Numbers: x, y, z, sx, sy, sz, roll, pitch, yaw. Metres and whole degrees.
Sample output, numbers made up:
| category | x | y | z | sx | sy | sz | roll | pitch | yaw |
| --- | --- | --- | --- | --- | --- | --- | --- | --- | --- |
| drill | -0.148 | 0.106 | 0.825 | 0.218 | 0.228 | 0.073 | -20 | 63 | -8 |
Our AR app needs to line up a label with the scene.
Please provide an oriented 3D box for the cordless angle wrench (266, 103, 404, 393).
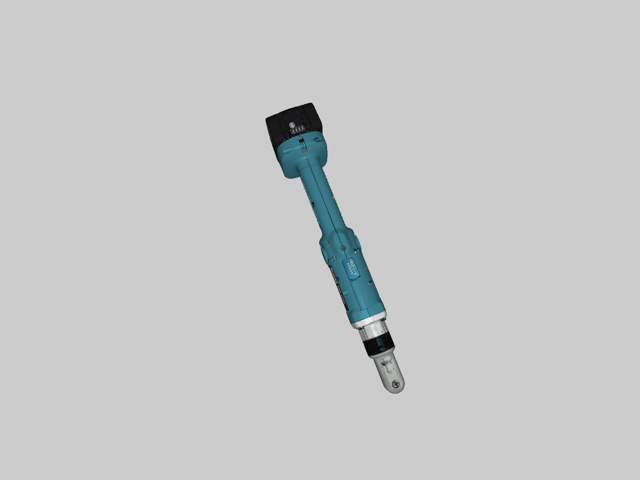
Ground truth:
| category | x | y | z | sx | sy | sz | roll | pitch | yaw |
| --- | --- | --- | --- | --- | --- | --- | --- | --- | --- |
| cordless angle wrench | 0.029 | 0.012 | 0.608 | 0.074 | 0.422 | 0.098 | -21 | -9 | -5 |
